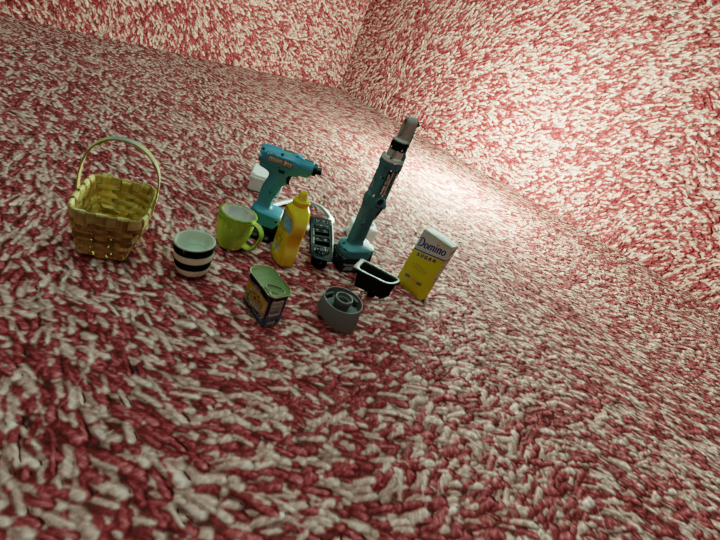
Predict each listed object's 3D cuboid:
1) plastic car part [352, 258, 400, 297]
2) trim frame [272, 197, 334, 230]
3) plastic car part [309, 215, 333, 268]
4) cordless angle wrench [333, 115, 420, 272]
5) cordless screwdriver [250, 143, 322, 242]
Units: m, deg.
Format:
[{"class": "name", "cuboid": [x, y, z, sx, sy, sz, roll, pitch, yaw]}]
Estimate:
[{"class": "plastic car part", "cuboid": [0.031, 0.031, 1.057, 0.120, 0.070, 0.065, 30, 30, 14]}, {"class": "trim frame", "cuboid": [-0.187, -0.177, 1.303, 0.191, 0.027, 0.242, 33, 31, 19]}, {"class": "plastic car part", "cuboid": [-0.111, -0.073, 1.140, 0.065, 0.066, 0.210, 14, 30, -16]}, {"class": "cordless angle wrench", "cuboid": [0.039, -0.182, 1.059, 0.094, 0.419, 0.078, 6, 34, -30]}, {"class": "cordless screwdriver", "cuboid": [-0.207, -0.189, 1.087, 0.157, 0.246, 0.076, 19, 29, -9]}]
